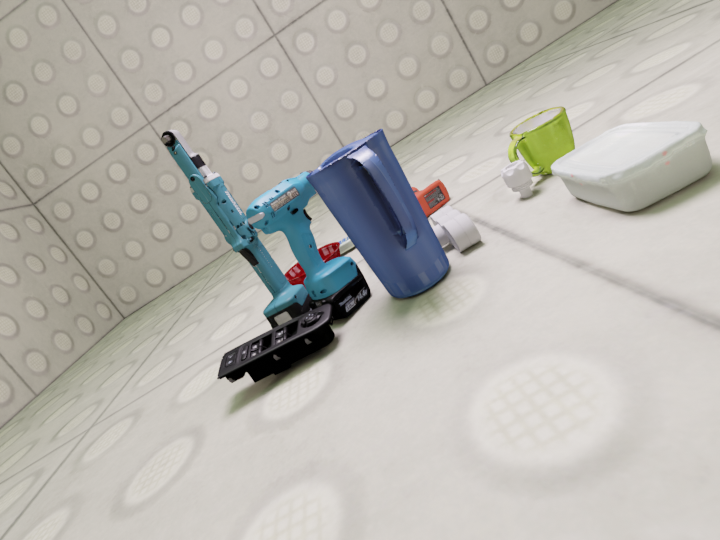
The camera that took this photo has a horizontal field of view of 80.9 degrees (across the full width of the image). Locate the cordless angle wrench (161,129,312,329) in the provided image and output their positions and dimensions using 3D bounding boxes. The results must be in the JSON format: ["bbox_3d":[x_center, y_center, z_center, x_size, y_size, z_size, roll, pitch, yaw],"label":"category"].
[{"bbox_3d":[-0.217,-0.066,0.759,0.075,0.414,0.098,-29,12,19],"label":"cordless angle wrench"}]

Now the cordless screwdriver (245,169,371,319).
[{"bbox_3d":[-0.072,-0.047,0.734,0.157,0.244,0.077,-42,15,-35],"label":"cordless screwdriver"}]

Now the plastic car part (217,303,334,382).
[{"bbox_3d":[-0.123,0.123,0.663,0.204,0.065,0.067,-31,14,7],"label":"plastic car part"}]
